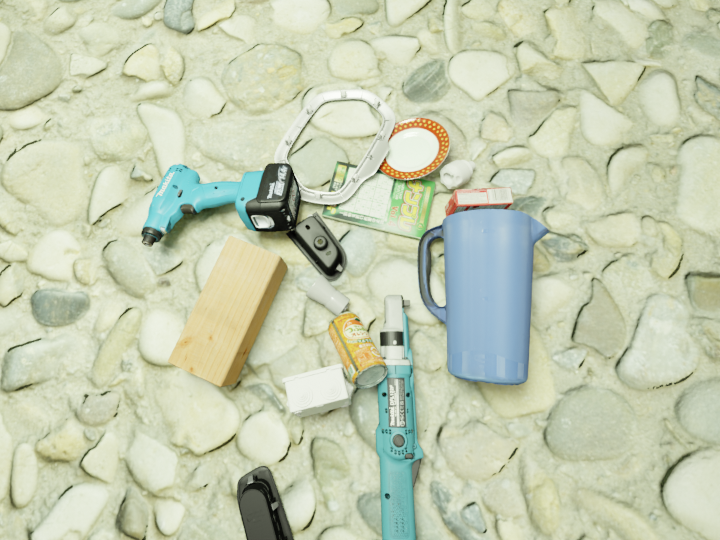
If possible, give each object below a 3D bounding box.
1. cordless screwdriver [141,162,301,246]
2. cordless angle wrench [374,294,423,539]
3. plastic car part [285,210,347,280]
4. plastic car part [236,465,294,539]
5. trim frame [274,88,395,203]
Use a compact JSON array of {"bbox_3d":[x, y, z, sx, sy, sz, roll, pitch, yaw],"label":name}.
[{"bbox_3d":[-0.228,-0.102,0.684,0.255,0.071,0.162,4,57,14],"label":"cordless screwdriver"},{"bbox_3d":[0.055,0.245,0.614,0.098,0.073,0.430,-2,74,1],"label":"cordless angle wrench"},{"bbox_3d":[-0.068,-0.044,0.692,0.066,0.069,0.120,-37,75,-5],"label":"plastic car part"},{"bbox_3d":[-0.132,0.390,0.595,0.067,0.065,0.208,-21,73,4],"label":"plastic car part"},{"bbox_3d":[-0.043,-0.228,0.749,0.189,0.027,0.248,28,74,13],"label":"trim frame"}]
